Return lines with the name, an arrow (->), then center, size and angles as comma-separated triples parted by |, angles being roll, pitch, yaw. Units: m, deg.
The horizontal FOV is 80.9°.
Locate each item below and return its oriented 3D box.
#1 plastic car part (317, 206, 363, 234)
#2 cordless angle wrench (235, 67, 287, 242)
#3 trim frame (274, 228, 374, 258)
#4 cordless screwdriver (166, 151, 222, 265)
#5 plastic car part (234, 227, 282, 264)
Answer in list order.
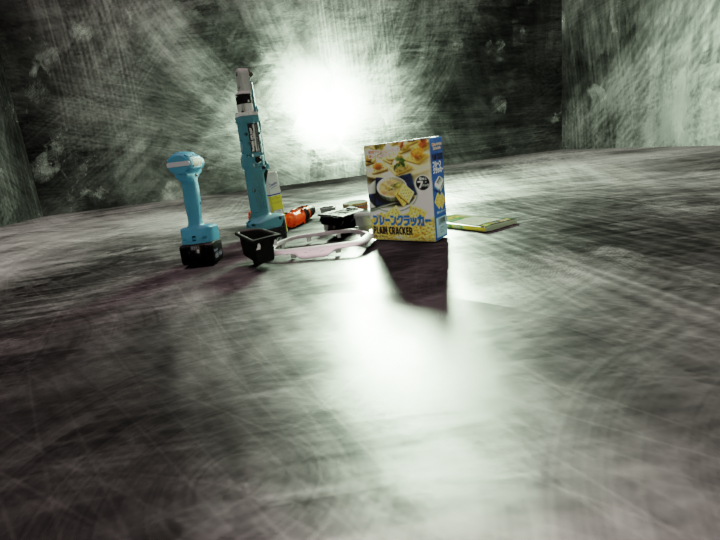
plastic car part -> -0.041, -0.132, 1.100 | 0.068, 0.066, 0.200 | -1, 17, 20
cordless angle wrench -> -0.257, -0.266, 1.022 | 0.094, 0.416, 0.078 | -15, 15, -34
trim frame -> -0.093, -0.061, 0.947 | 0.252, 0.027, 0.185 | -5, 16, 7
cordless screwdriver -> -0.370, -0.144, 0.960 | 0.074, 0.245, 0.162 | -7, 13, -2
plastic car part -> -0.213, -0.046, 0.873 | 0.064, 0.070, 0.122 | -16, 17, -32
